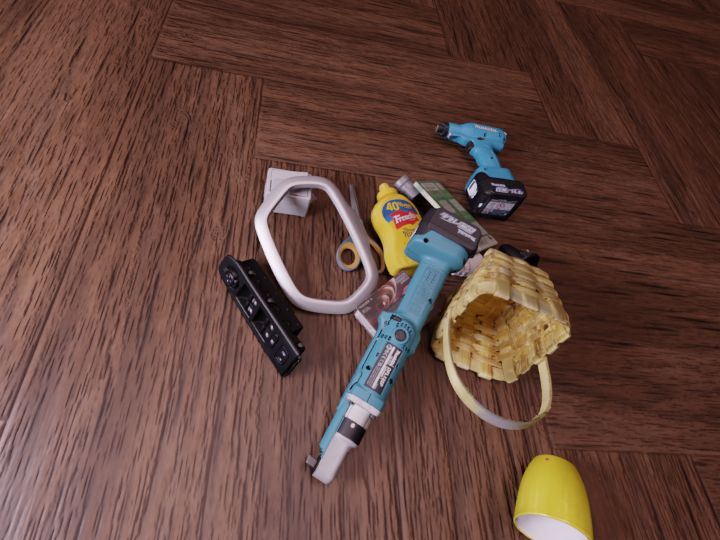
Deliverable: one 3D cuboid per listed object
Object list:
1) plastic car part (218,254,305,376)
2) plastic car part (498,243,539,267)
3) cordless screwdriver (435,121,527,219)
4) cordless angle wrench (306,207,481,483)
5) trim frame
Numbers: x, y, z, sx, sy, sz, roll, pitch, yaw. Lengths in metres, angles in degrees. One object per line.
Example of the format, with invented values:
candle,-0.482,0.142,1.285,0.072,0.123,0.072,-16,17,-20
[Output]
plastic car part,-0.144,0.052,0.638,0.065,0.066,0.210,-27,68,-39
plastic car part,0.261,-0.003,0.749,0.064,0.113,0.075,-21,44,-27
cordless screwdriver,0.250,-0.229,0.908,0.157,0.073,0.256,8,53,-9
cordless angle wrench,0.050,0.096,0.611,0.099,0.073,0.423,29,68,4
trim frame,-0.069,-0.045,0.704,0.180,0.028,0.252,-25,81,-20
